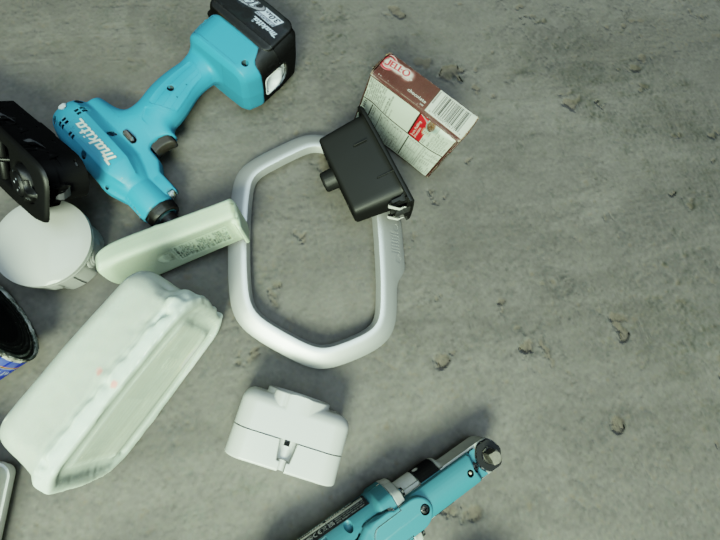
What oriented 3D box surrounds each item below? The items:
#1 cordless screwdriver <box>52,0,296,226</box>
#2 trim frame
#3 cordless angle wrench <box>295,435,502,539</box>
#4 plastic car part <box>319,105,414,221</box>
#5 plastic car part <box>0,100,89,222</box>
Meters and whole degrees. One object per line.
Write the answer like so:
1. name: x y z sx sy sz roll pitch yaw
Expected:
1. cordless screwdriver: -0.165 -0.165 0.436 0.161 0.074 0.247 45 78 5
2. trim frame: -0.043 -0.028 0.436 0.182 0.027 0.253 -2 73 -7
3. cordless angle wrench: -0.056 0.250 0.329 0.415 0.098 0.075 -27 83 -18
4. plastic car part: -0.003 -0.096 0.424 0.071 0.064 0.119 -28 77 -1
5. plastic car part: -0.311 -0.110 0.384 0.213 0.066 0.064 36 30 26
